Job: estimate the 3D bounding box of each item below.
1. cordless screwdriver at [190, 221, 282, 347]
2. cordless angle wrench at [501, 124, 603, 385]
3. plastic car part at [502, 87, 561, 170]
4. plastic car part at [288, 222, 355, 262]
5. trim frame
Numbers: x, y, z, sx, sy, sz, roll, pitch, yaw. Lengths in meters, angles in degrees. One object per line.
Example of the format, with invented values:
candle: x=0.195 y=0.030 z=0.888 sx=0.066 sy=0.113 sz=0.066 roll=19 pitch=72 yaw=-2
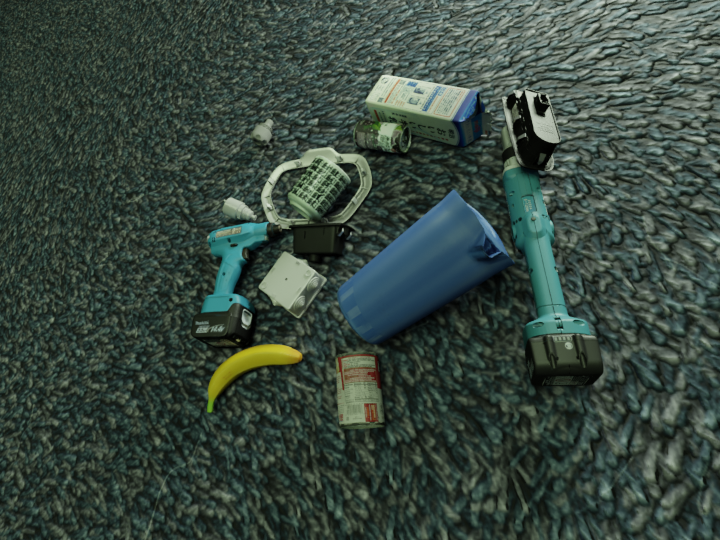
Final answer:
cordless screwdriver: x=-0.231 y=0.018 z=0.811 sx=0.163 sy=0.070 sz=0.255 roll=-11 pitch=59 yaw=18
cordless angle wrench: x=0.253 y=-0.055 z=0.623 sx=0.076 sy=0.093 sz=0.434 roll=-8 pitch=61 yaw=15
plastic car part: x=0.278 y=-0.234 z=0.672 sx=0.065 sy=0.067 sz=0.207 roll=18 pitch=53 yaw=-9
plastic car part: x=-0.077 y=-0.050 z=0.785 sx=0.121 sy=0.063 sz=0.071 roll=-3 pitch=80 yaw=25
trim frame: x=-0.097 y=-0.169 z=0.864 sx=0.258 sy=0.026 sz=0.187 roll=-1 pitch=66 yaw=25
